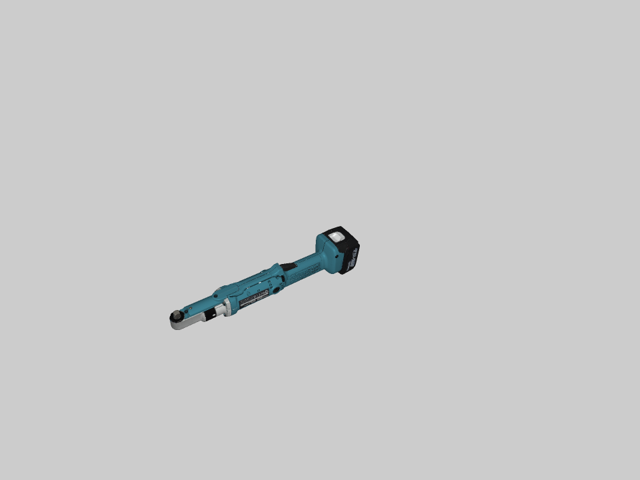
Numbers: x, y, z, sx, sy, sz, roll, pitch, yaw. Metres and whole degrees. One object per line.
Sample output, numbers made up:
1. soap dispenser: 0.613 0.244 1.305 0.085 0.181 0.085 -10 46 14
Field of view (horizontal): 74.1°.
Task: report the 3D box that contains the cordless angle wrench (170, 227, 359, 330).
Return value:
1. cordless angle wrench: -0.104 0.085 0.878 0.422 0.098 0.074 -23 50 -30
